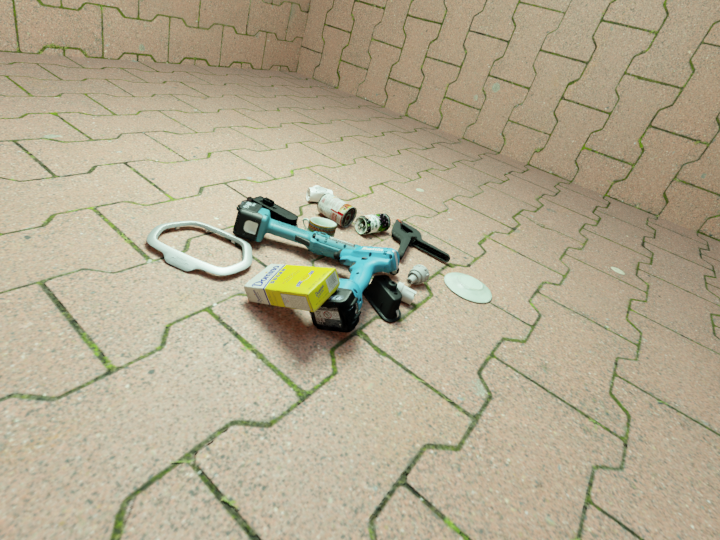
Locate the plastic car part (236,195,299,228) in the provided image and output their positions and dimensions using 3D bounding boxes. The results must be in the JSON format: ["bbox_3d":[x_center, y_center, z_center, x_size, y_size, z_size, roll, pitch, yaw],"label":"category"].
[{"bbox_3d":[-0.242,-0.157,1.158,0.211,0.066,0.064,32,26,21],"label":"plastic car part"}]

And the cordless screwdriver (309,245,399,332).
[{"bbox_3d":[-0.033,0.022,0.904,0.166,0.072,0.246,4,33,30],"label":"cordless screwdriver"}]

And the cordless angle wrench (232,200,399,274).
[{"bbox_3d":[-0.104,-0.068,1.061,0.421,0.074,0.099,18,19,-2],"label":"cordless angle wrench"}]

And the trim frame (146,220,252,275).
[{"bbox_3d":[-0.363,-0.055,0.966,0.253,0.027,0.183,23,30,8],"label":"trim frame"}]

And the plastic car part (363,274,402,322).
[{"bbox_3d":[0.058,0.051,0.942,0.063,0.070,0.123,-3,33,-28],"label":"plastic car part"}]
